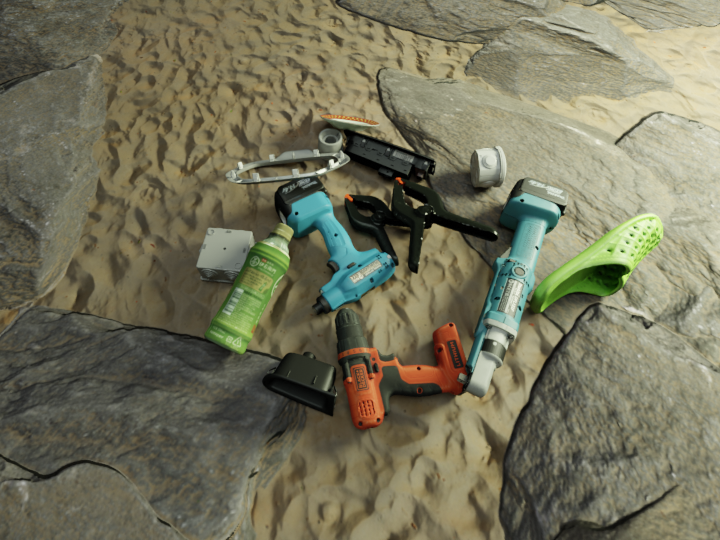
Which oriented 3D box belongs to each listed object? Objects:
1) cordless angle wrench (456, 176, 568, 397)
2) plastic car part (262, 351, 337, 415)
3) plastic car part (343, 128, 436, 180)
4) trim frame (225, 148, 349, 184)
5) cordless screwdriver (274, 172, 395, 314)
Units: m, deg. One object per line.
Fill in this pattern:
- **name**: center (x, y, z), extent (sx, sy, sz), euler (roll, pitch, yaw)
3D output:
- **cordless angle wrench**: center (0.245, 0.014, 0.685), extent (0.101, 0.072, 0.423), euler (23, 57, 12)
- **plastic car part**: center (-0.083, 0.160, 0.645), extent (0.120, 0.064, 0.071), euler (19, 47, 14)
- **plastic car part**: center (0.049, -0.229, 0.870), extent (0.209, 0.064, 0.067), euler (29, 90, 15)
- **trim frame**: center (-0.144, -0.204, 0.821), extent (0.254, 0.027, 0.186), euler (-5, 27, 12)
- **cordless screwdriver**: center (-0.074, -0.048, 0.756), extent (0.157, 0.072, 0.258), euler (-33, 68, -17)
